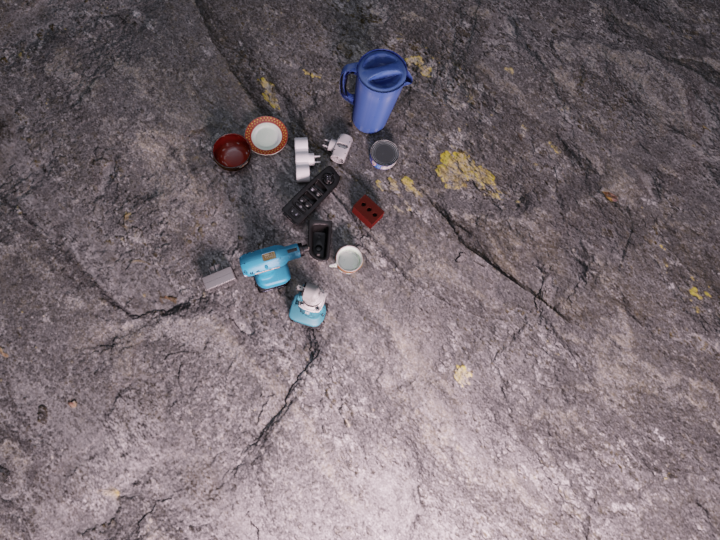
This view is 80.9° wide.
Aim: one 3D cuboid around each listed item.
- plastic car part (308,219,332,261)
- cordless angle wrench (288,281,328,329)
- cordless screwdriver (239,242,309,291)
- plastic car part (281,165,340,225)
[{"bbox_3d":[-0.114,-0.075,1.169,0.066,0.070,0.118,3,76,-5],"label":"plastic car part"},{"bbox_3d":[-0.113,0.076,0.950,0.098,0.420,0.075,19,77,-4],"label":"cordless angle wrench"},{"bbox_3d":[-0.207,-0.012,1.058,0.158,0.247,0.075,-16,81,-9],"label":"cordless screwdriver"},{"bbox_3d":[-0.135,-0.211,1.205,0.067,0.066,0.202,40,77,5],"label":"plastic car part"}]
